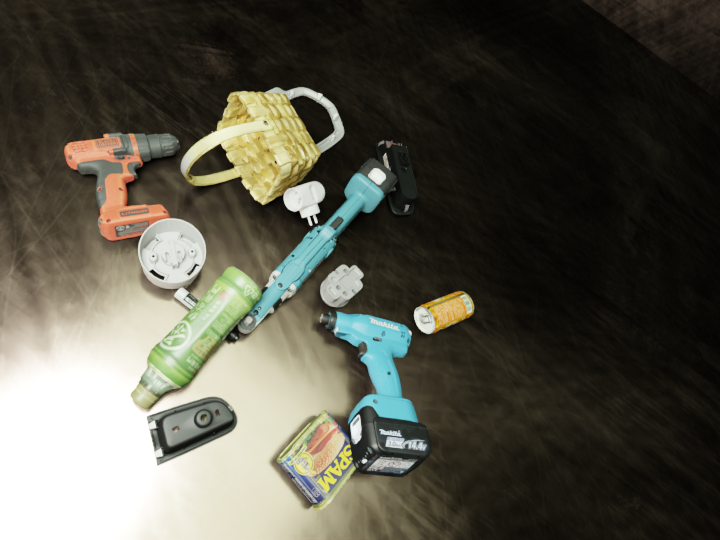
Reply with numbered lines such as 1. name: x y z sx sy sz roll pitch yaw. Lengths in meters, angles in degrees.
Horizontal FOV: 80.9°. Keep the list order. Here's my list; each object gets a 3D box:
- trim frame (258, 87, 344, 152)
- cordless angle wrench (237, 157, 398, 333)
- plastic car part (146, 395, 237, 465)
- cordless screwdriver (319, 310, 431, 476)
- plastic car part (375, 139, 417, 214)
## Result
1. trim frame: -0.141 -0.327 0.926 0.187 0.027 0.245 44 58 7
2. cordless angle wrench: -0.075 -0.049 0.764 0.074 0.098 0.420 39 60 -1
3. plastic car part: -0.221 0.204 0.567 0.113 0.071 0.068 -15 72 -26
4. cordless screwdriver: 0.012 0.168 0.645 0.155 0.074 0.257 15 38 -15
5. plastic car part: 0.088 -0.215 0.935 0.063 0.068 0.208 8 62 -28
